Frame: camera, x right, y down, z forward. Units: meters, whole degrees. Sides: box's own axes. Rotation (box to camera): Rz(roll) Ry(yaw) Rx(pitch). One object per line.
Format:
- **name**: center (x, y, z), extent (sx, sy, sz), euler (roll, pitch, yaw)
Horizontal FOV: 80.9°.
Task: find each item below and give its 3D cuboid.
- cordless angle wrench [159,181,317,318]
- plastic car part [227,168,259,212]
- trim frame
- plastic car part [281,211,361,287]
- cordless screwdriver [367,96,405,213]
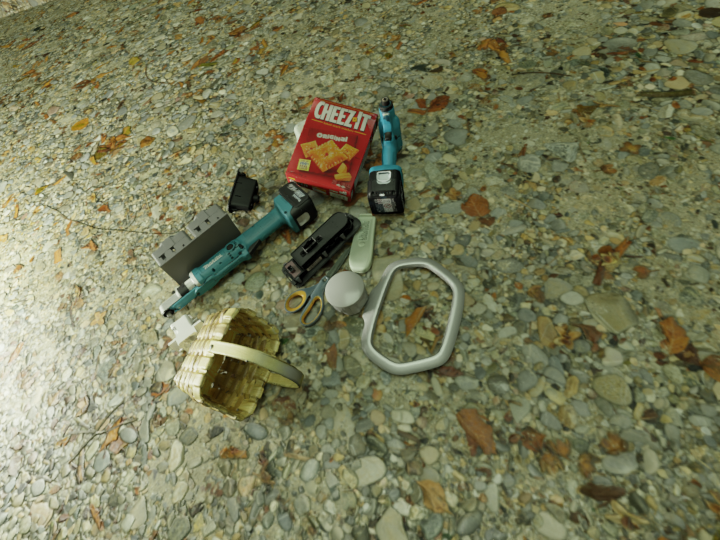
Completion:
- **cordless angle wrench**: center (-0.289, -0.041, 0.980), extent (0.421, 0.071, 0.103), euler (-40, 57, -8)
- **plastic car part**: center (-0.294, -0.194, 1.088), extent (0.071, 0.064, 0.119), euler (4, 62, 1)
- **trim frame**: center (0.097, 0.081, 0.812), extent (0.191, 0.026, 0.251), euler (10, 63, 21)
- **plastic car part**: center (-0.090, -0.059, 0.918), extent (0.202, 0.064, 0.070), euler (-42, 57, -5)
- **cordless screwdriver**: center (0.061, -0.261, 0.965), extent (0.076, 0.152, 0.254), euler (-1, 60, 12)
